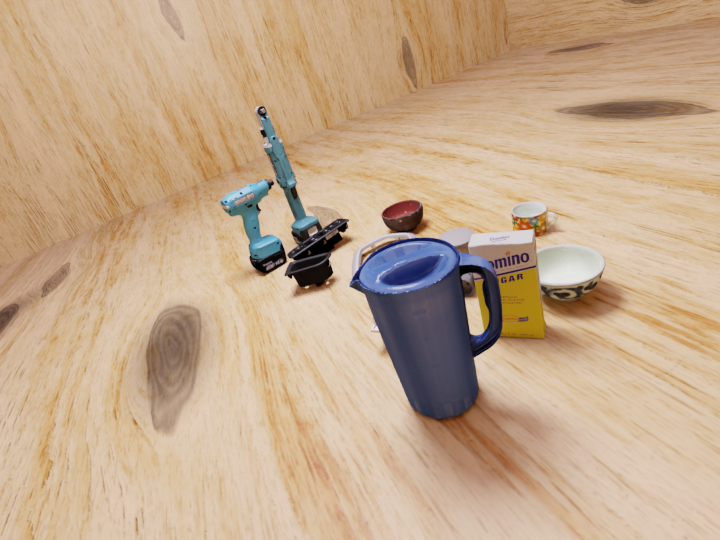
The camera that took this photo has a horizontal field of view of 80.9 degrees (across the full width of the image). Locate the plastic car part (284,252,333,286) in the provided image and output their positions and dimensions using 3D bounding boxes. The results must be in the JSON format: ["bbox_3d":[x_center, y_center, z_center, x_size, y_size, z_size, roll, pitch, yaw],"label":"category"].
[{"bbox_3d":[-0.118,0.006,1.042,0.119,0.068,0.067,-12,27,15],"label":"plastic car part"}]

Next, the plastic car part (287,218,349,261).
[{"bbox_3d":[-0.116,-0.076,1.189,0.200,0.064,0.070,-32,29,-20],"label":"plastic car part"}]

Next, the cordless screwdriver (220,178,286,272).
[{"bbox_3d":[-0.279,-0.128,1.203,0.156,0.240,0.078,-32,28,-24],"label":"cordless screwdriver"}]

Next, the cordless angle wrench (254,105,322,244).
[{"bbox_3d":[-0.215,-0.267,1.224,0.073,0.408,0.103,-30,27,-21],"label":"cordless angle wrench"}]

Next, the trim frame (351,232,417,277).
[{"bbox_3d":[0.068,-0.026,1.019,0.187,0.026,0.254,-15,29,11],"label":"trim frame"}]
